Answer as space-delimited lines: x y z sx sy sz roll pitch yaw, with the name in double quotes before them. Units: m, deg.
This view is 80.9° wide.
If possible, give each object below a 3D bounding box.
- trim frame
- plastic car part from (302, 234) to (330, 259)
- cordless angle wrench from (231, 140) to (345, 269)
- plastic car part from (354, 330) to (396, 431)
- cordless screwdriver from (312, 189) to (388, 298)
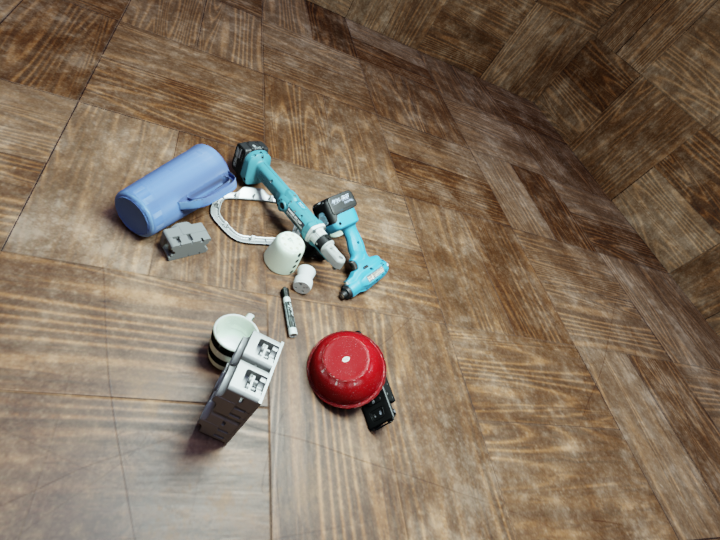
"trim frame" -0.256 -0.140 1.075 0.238 0.027 0.192 -1 51 -30
"plastic car part" -0.106 -0.069 1.081 0.067 0.067 0.120 24 45 -34
"cordless angle wrench" -0.175 -0.164 1.045 0.072 0.097 0.441 -18 58 -42
"plastic car part" 0.024 0.219 0.883 0.064 0.067 0.212 7 47 -42
"cordless screwdriver" -0.038 -0.062 1.045 0.156 0.077 0.246 -33 99 -36
